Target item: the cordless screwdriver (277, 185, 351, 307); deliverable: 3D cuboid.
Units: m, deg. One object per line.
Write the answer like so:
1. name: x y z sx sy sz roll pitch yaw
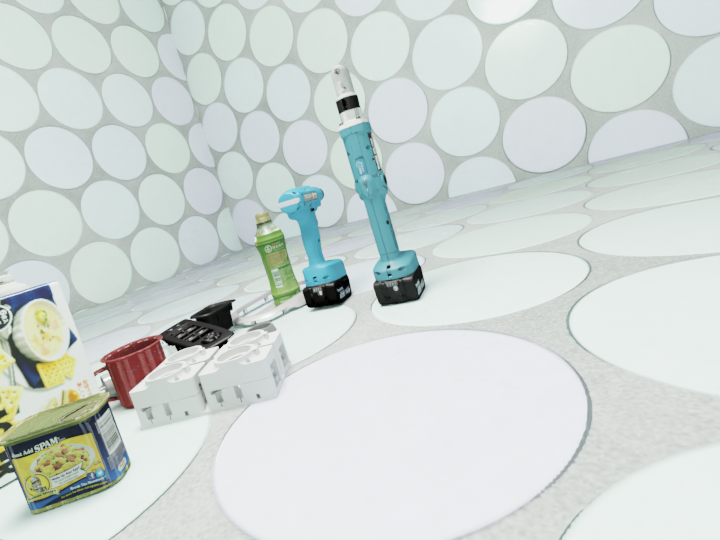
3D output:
1. cordless screwdriver: -0.087 -0.057 0.887 0.076 0.246 0.156 -14 8 23

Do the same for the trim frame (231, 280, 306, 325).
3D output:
1. trim frame: -0.194 0.072 0.985 0.192 0.027 0.242 -9 14 36

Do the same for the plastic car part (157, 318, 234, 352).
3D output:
1. plastic car part: -0.285 0.130 0.740 0.212 0.066 0.064 -6 14 46

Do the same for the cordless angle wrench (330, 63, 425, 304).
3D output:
1. cordless angle wrench: 0.019 -0.152 0.746 0.076 0.419 0.096 -14 7 23

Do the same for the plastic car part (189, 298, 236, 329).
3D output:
1. plastic car part: -0.294 0.107 0.851 0.067 0.070 0.116 -15 10 9
